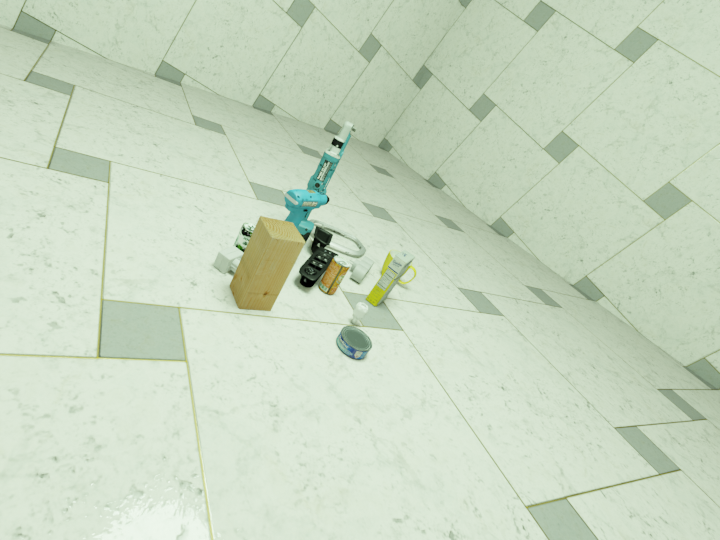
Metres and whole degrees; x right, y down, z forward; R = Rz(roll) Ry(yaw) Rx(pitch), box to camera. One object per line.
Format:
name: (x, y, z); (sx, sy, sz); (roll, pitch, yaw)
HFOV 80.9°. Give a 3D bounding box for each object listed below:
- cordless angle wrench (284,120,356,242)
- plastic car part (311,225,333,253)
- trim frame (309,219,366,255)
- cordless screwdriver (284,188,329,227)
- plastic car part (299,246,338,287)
cordless angle wrench: (-0.132, -0.273, 1.332); (0.097, 0.421, 0.075); (28, 24, -7)
plastic car part: (-0.136, -0.089, 1.394); (0.065, 0.071, 0.118); (26, 24, -8)
trim frame: (-0.088, -0.121, 1.559); (0.241, 0.027, 0.190); (20, 25, -17)
cordless screwdriver: (-0.183, -0.115, 1.182); (0.078, 0.248, 0.153); (42, 27, 23)
plastic car part: (-0.132, -0.007, 1.242); (0.067, 0.067, 0.202); (30, 24, 2)
